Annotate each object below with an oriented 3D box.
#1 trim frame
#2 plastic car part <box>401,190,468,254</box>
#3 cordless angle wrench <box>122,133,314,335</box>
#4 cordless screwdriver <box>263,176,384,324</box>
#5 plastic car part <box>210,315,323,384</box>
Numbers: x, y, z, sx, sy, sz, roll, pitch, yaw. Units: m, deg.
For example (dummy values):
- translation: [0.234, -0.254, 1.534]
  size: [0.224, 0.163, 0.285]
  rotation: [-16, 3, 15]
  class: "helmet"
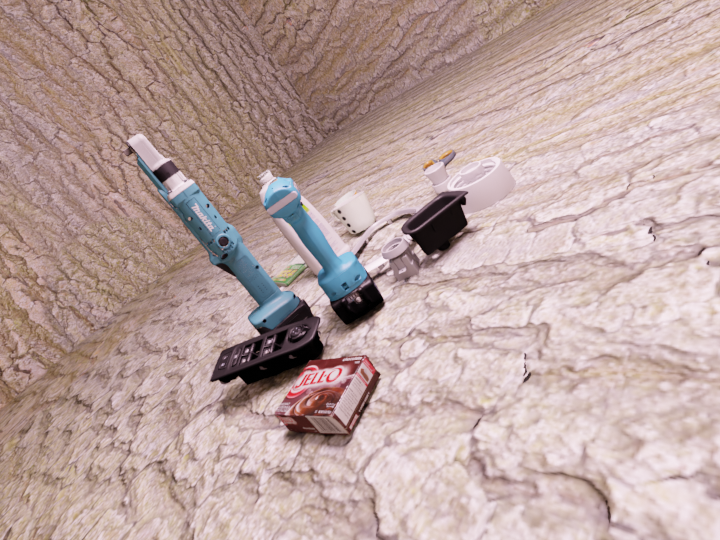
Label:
- translation: [0.041, -0.057, 0.838]
  size: [0.190, 0.027, 0.248]
  rotation: [-19, 27, 38]
  class: "trim frame"
- translation: [0.125, -0.069, 0.679]
  size: [0.116, 0.069, 0.068]
  rotation: [-41, 19, -14]
  class: "plastic car part"
- translation: [-0.235, -0.047, 0.711]
  size: [0.097, 0.411, 0.077]
  rotation: [-41, 17, -16]
  class: "cordless angle wrench"
- translation: [-0.066, -0.043, 0.679]
  size: [0.074, 0.241, 0.163]
  rotation: [-35, 18, 4]
  class: "cordless screwdriver"
- translation: [-0.140, 0.135, 0.664]
  size: [0.207, 0.065, 0.067]
  rotation: [-27, 21, 22]
  class: "plastic car part"
